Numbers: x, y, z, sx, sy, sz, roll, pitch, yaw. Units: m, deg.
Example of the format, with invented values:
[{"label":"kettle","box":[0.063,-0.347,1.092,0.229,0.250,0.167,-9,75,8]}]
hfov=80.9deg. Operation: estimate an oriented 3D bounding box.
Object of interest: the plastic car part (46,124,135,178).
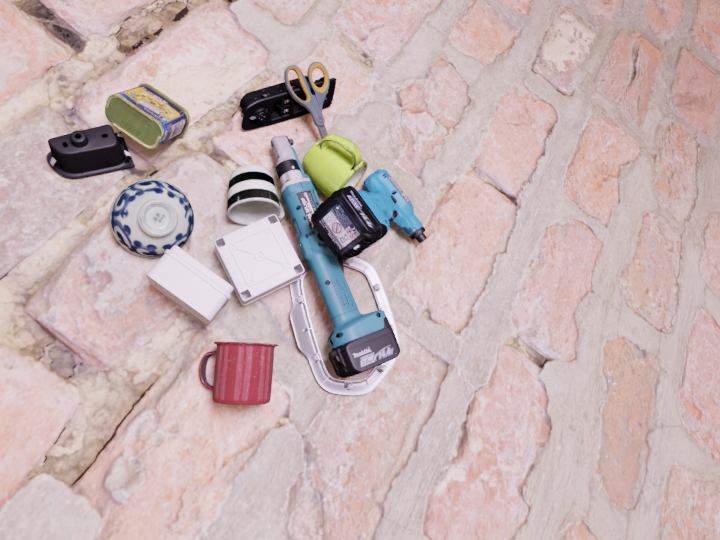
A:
[{"label":"plastic car part","box":[-0.415,-0.187,0.644,0.113,0.072,0.067,-23,81,-29]}]

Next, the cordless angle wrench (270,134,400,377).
[{"label":"cordless angle wrench","box":[-0.068,-0.044,0.694,0.095,0.075,0.433,-15,73,-27]}]

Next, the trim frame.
[{"label":"trim frame","box":[-0.028,0.081,0.710,0.179,0.028,0.253,-12,77,-22]}]

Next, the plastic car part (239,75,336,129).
[{"label":"plastic car part","box":[-0.143,-0.324,0.794,0.199,0.066,0.069,-33,77,-26]}]

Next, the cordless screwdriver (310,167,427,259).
[{"label":"cordless screwdriver","box":[0.031,-0.085,0.715,0.160,0.075,0.244,51,32,0]}]
